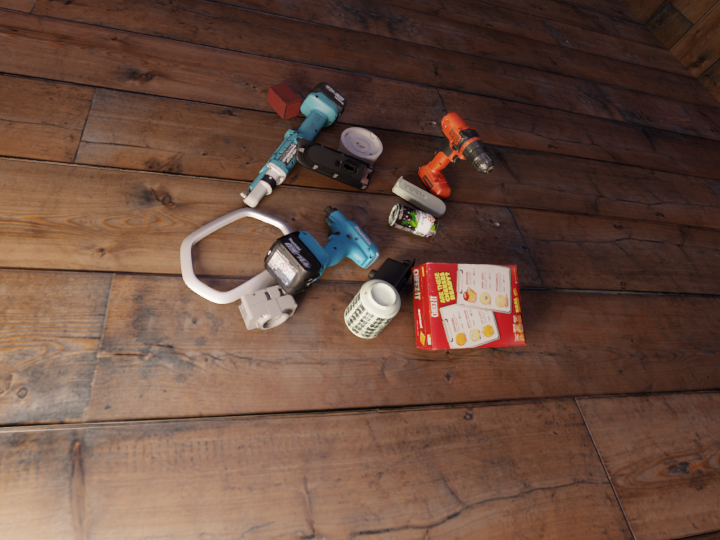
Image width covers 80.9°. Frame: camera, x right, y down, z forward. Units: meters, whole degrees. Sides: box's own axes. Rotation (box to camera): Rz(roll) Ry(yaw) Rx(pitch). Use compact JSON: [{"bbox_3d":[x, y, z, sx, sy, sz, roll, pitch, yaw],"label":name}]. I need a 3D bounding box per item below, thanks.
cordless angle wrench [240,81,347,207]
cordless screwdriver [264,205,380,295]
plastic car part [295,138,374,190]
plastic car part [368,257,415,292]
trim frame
[{"bbox_3d":[-0.157,-0.297,1.006,0.096,0.076,0.425,36,55,-14],"label":"cordless angle wrench"},{"bbox_3d":[-0.082,-0.053,0.834,0.164,0.074,0.240,49,38,16],"label":"cordless screwdriver"},{"bbox_3d":[-0.055,-0.242,0.973,0.196,0.066,0.070,18,11,-21],"label":"plastic car part"},{"bbox_3d":[0.054,0.017,0.871,0.074,0.064,0.115,30,54,20],"label":"plastic car part"},{"bbox_3d":[-0.233,-0.034,0.829,0.189,0.027,0.243,43,53,14],"label":"trim frame"}]
